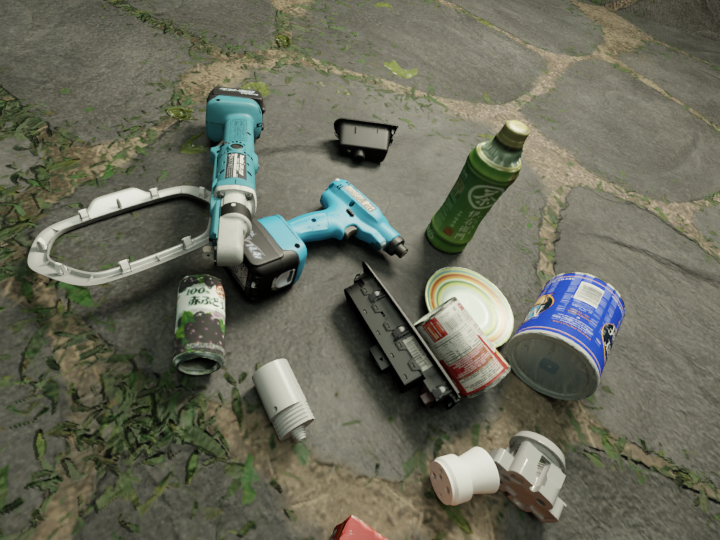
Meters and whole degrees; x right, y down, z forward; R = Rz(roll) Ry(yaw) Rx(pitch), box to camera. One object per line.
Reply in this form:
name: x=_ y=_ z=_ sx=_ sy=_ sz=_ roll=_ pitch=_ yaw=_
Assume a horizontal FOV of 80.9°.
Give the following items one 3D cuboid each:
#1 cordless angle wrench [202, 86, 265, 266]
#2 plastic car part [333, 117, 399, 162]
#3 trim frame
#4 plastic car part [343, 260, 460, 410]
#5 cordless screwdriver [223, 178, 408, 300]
cordless angle wrench: x=-0.175 y=-0.149 z=0.587 sx=0.096 sy=0.073 sz=0.441 roll=0 pitch=39 yaw=-16
plastic car part: x=0.006 y=-0.232 z=0.779 sx=0.115 sy=0.065 sz=0.072 roll=5 pitch=65 yaw=-8
trim frame: x=-0.291 y=-0.058 z=0.547 sx=0.242 sy=0.026 sz=0.195 roll=-28 pitch=46 yaw=-28
plastic car part: x=0.038 y=0.082 z=0.526 sx=0.067 sy=0.063 sz=0.212 roll=-27 pitch=61 yaw=-4
cordless screwdriver: x=-0.057 y=-0.038 z=0.587 sx=0.242 sy=0.073 sz=0.166 roll=-29 pitch=62 yaw=-37
